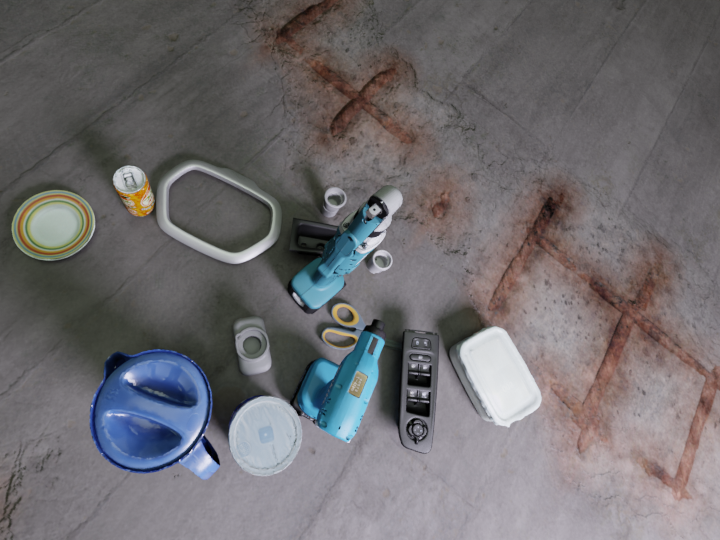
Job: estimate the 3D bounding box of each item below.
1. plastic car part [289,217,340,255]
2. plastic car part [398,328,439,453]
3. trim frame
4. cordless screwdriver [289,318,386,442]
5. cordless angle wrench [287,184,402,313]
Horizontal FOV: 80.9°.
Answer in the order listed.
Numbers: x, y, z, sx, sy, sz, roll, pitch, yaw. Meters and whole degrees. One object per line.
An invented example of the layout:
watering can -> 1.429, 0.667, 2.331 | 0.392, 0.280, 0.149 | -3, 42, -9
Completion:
plastic car part -> -0.079, -0.052, 0.807 | 0.114, 0.071, 0.067 | 9, 71, -11
plastic car part -> 0.096, 0.212, 0.754 | 0.065, 0.067, 0.206 | 9, 70, -12
trim frame -> -0.270, -0.117, 0.812 | 0.247, 0.027, 0.185 | 25, 68, -3
cordless screwdriver -> -0.033, 0.163, 0.646 | 0.074, 0.250, 0.160 | 29, 68, -7
cordless angle wrench -> -0.029, -0.021, 0.617 | 0.097, 0.425, 0.075 | -40, 89, -23
